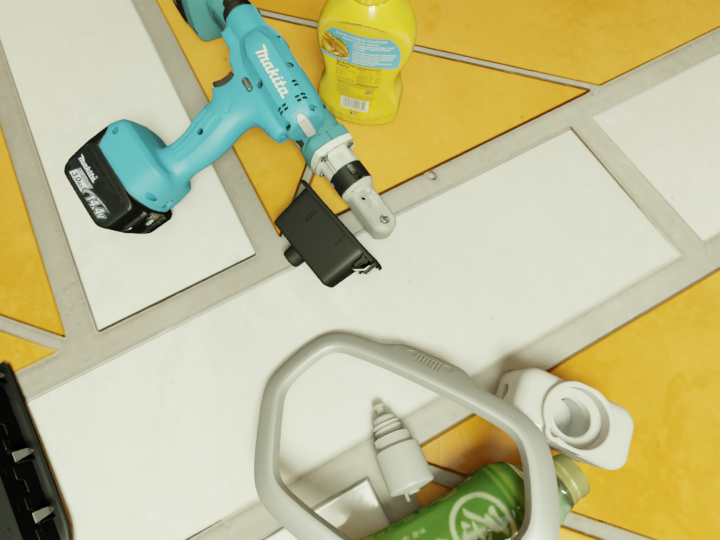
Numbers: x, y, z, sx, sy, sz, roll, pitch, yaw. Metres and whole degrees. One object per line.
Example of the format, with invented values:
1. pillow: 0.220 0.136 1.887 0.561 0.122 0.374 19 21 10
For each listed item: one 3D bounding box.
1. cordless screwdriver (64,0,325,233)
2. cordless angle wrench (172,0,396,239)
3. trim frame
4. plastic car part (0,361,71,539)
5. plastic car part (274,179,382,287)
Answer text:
1. cordless screwdriver: -0.175 -0.153 0.425 0.250 0.073 0.161 -31 83 7
2. cordless angle wrench: -0.092 -0.210 0.479 0.073 0.097 0.433 -32 77 -14
3. trim frame: 0.024 0.144 0.344 0.260 0.026 0.184 18 60 27
4. plastic car part: -0.314 0.180 0.365 0.065 0.066 0.208 -31 76 -18
5. plastic car part: -0.042 -0.028 0.433 0.071 0.064 0.120 -44 73 1
